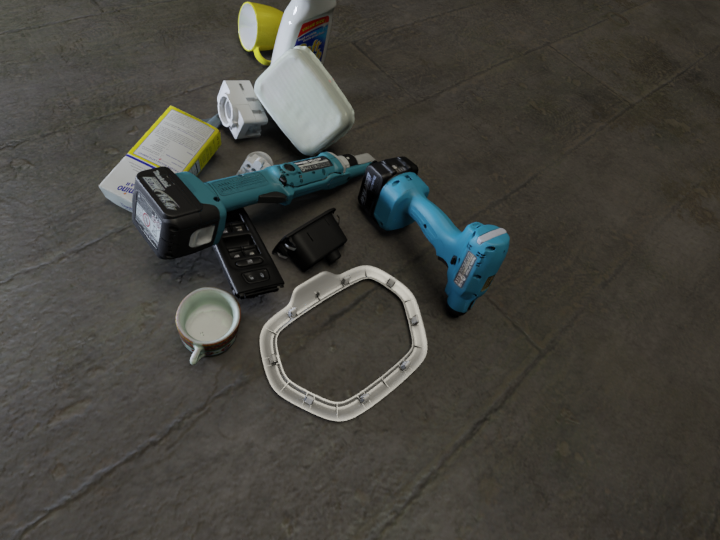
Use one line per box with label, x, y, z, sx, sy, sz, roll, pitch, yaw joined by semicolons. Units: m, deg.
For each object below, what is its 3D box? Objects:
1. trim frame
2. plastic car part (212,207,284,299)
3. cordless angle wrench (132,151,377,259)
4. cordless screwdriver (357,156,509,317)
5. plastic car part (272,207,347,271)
trim frame;-0.017;0.085;0.574;0.243;0.027;0.191;-31;68;-26
plastic car part;-0.177;-0.039;0.589;0.064;0.066;0.212;-16;59;-28
cordless angle wrench;-0.112;-0.129;0.622;0.101;0.074;0.410;44;44;18
cordless screwdriver;0.095;-0.055;0.640;0.072;0.155;0.262;-19;50;-29
plastic car part;-0.062;-0.040;0.629;0.114;0.067;0.071;-32;87;-32
